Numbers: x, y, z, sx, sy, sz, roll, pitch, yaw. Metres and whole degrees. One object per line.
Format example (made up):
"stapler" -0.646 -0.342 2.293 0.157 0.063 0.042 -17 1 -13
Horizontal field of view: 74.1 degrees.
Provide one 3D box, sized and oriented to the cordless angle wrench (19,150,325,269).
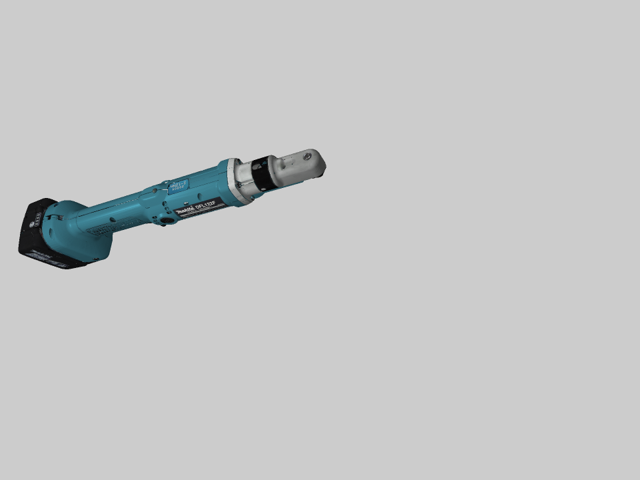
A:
"cordless angle wrench" -0.196 -0.047 0.548 0.423 0.074 0.098 -13 -26 16
